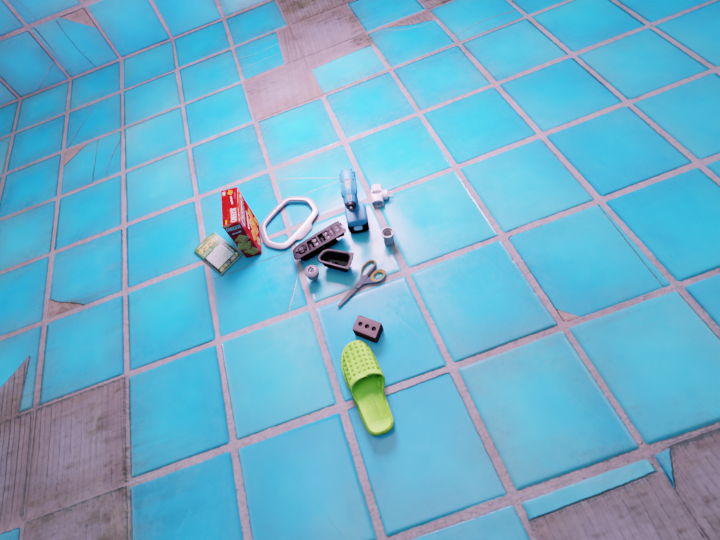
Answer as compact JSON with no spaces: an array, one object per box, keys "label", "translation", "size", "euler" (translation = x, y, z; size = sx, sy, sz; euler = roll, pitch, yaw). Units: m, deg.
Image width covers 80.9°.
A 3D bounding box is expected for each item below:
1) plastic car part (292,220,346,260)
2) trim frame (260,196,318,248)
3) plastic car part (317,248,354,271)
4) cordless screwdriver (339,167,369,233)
[{"label":"plastic car part","translation":[-0.146,-0.095,1.488],"size":[0.202,0.064,0.069],"euler":[-29,59,-4]},{"label":"trim frame","translation":[-0.270,-0.184,1.595],"size":[0.193,0.026,0.247],"euler":[31,72,28]},{"label":"plastic car part","translation":[-0.081,-0.028,1.430],"size":[0.120,0.068,0.066],"euler":[11,63,19]},{"label":"cordless screwdriver","translation":[-0.022,-0.207,1.420],"size":[0.075,0.238,0.164],"euler":[-9,59,5]}]
